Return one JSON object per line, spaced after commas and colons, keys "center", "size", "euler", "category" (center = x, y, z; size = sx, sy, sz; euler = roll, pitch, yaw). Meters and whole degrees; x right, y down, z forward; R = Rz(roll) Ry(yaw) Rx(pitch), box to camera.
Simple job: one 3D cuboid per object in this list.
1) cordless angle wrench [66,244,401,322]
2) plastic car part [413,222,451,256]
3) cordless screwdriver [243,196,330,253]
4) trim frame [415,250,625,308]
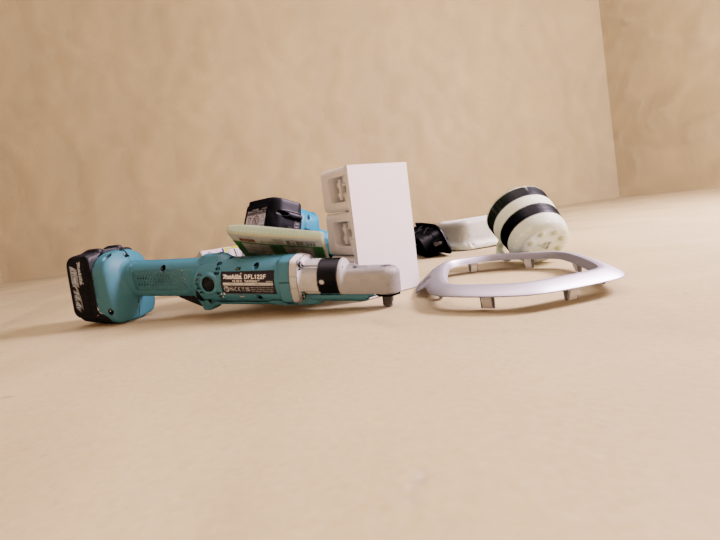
{"center": [-0.164, 0.012, 0.496], "size": [0.437, 0.097, 0.072], "euler": [-2, 9, 22], "category": "cordless angle wrench"}
{"center": [0.130, -0.062, 0.870], "size": [0.067, 0.066, 0.206], "euler": [-18, 8, -7], "category": "plastic car part"}
{"center": [-0.064, -0.042, 0.659], "size": [0.237, 0.075, 0.166], "euler": [13, -7, -33], "category": "cordless screwdriver"}
{"center": [0.152, 0.004, 0.447], "size": [0.188, 0.027, 0.245], "euler": [-5, 9, 13], "category": "trim frame"}
